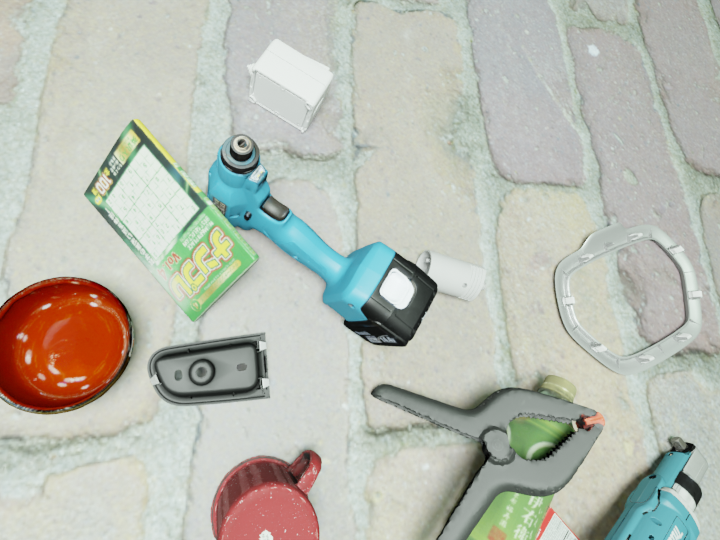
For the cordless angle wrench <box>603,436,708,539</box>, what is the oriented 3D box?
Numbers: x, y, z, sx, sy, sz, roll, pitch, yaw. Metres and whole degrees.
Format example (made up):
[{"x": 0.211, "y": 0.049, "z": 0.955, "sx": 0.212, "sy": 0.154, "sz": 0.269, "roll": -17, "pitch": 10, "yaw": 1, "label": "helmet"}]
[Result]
[{"x": 0.251, "y": 0.293, "z": 0.403, "sx": 0.410, "sy": 0.075, "sz": 0.100, "roll": -23, "pitch": 75, "yaw": -33, "label": "cordless angle wrench"}]

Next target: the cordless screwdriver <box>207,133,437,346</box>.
[{"x": -0.040, "y": -0.026, "z": 0.408, "sx": 0.247, "sy": 0.161, "sz": 0.074, "roll": 36, "pitch": 69, "yaw": -6, "label": "cordless screwdriver"}]

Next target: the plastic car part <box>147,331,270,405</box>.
[{"x": -0.140, "y": 0.094, "z": 0.396, "sx": 0.113, "sy": 0.072, "sz": 0.067, "roll": -3, "pitch": 76, "yaw": -19, "label": "plastic car part"}]

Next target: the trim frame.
[{"x": 0.364, "y": 0.029, "z": 0.563, "sx": 0.244, "sy": 0.027, "sz": 0.187, "roll": -19, "pitch": 79, "yaw": -16, "label": "trim frame"}]
